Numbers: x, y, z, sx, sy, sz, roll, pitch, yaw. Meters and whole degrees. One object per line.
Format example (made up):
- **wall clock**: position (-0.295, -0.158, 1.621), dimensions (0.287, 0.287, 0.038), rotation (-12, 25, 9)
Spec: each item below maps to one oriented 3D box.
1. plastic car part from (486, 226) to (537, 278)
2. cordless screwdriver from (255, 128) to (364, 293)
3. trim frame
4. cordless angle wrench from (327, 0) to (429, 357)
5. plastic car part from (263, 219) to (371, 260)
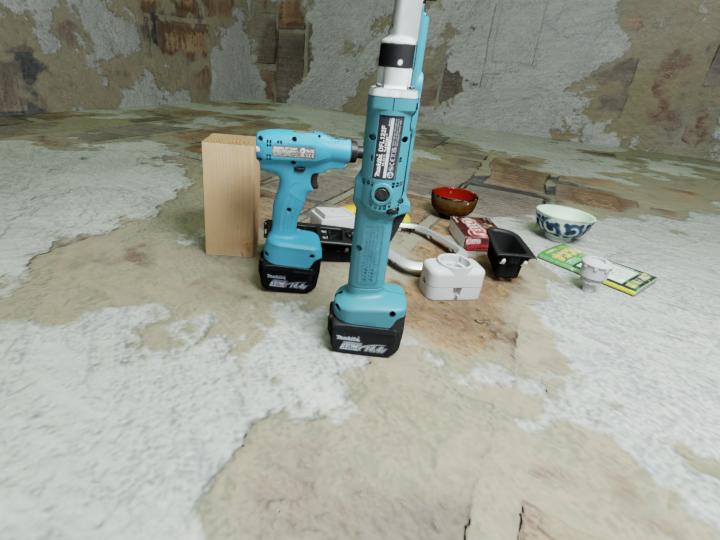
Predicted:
- **plastic car part**: position (0.262, -0.025, 0.773), dimensions (0.066, 0.069, 0.118), rotation (6, 26, 1)
- **cordless screwdriver**: position (-0.082, -0.089, 0.654), dimensions (0.158, 0.243, 0.076), rotation (4, 25, -5)
- **trim frame**: position (0.098, -0.052, 0.850), dimensions (0.178, 0.027, 0.262), rotation (-9, 30, -25)
- **cordless angle wrench**: position (0.025, -0.094, 0.490), dimensions (0.098, 0.414, 0.076), rotation (7, 25, 1)
- **plastic car part**: position (-0.076, -0.050, 0.776), dimensions (0.200, 0.065, 0.068), rotation (1, 26, -8)
